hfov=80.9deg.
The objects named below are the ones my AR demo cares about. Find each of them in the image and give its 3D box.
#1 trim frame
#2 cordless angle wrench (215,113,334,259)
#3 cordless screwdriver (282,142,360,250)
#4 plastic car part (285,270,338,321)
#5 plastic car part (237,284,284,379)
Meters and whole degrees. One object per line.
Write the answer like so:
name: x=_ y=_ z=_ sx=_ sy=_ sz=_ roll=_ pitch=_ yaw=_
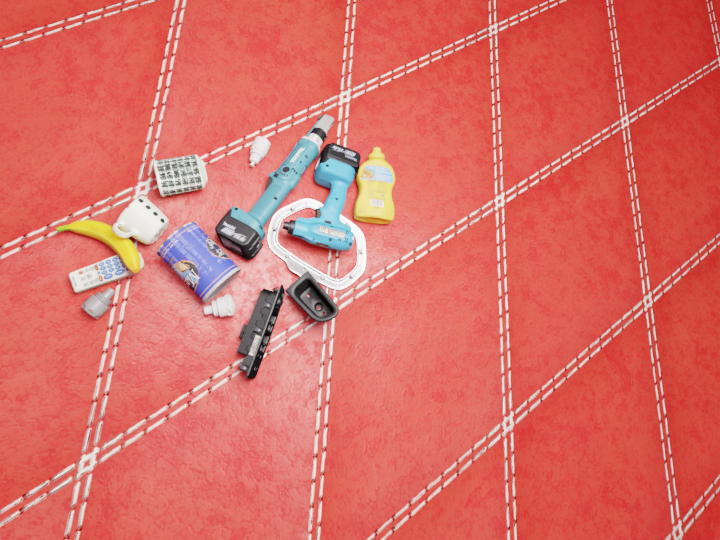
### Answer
trim frame: x=-0.097 y=-0.063 z=0.988 sx=0.246 sy=0.028 sz=0.184 roll=33 pitch=72 yaw=-5
cordless angle wrench: x=-0.174 y=-0.218 z=0.985 sx=0.101 sy=0.072 sz=0.423 roll=26 pitch=67 yaw=12
cordless screwdriver: x=-0.085 y=-0.174 z=0.974 sx=0.155 sy=0.075 sz=0.253 roll=13 pitch=67 yaw=-15
plastic car part: x=-0.099 y=0.070 z=0.928 sx=0.066 sy=0.069 sz=0.120 roll=-42 pitch=76 yaw=-9
plastic car part: x=-0.214 y=0.123 z=0.899 sx=0.069 sy=0.064 sz=0.204 roll=17 pitch=73 yaw=16
